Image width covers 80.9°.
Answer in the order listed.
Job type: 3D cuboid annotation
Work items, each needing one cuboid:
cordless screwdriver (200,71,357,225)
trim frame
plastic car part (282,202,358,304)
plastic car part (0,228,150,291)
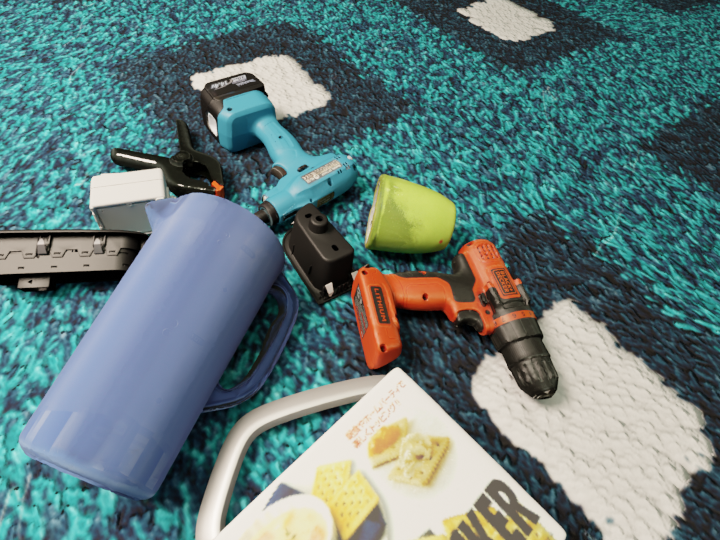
[{"bbox_3d":[-0.140,-0.169,0.591,0.156,0.073,0.258,-34,67,-28],"label":"cordless screwdriver"},{"bbox_3d":[-0.011,0.188,0.356,0.243,0.027,0.193,-12,54,-17],"label":"trim frame"},{"bbox_3d":[-0.048,-0.032,0.493,0.064,0.070,0.122,-23,62,-28],"label":"plastic car part"},{"bbox_3d":[-0.326,-0.013,0.457,0.200,0.065,0.069,-6,64,-11],"label":"plastic car part"}]
